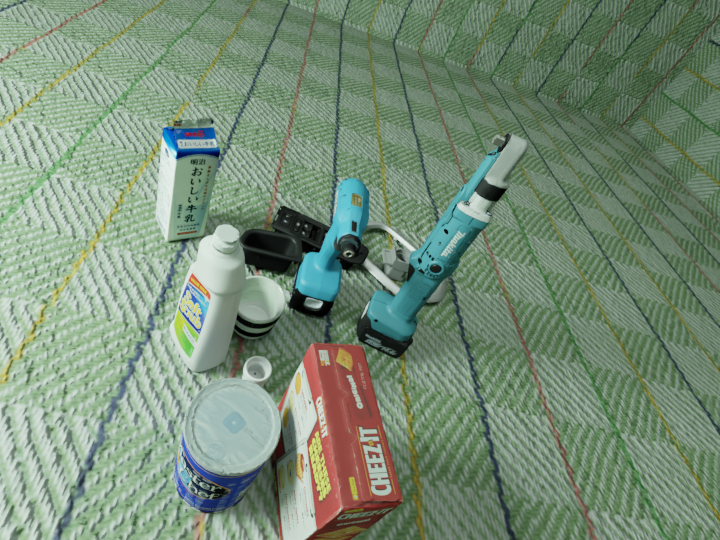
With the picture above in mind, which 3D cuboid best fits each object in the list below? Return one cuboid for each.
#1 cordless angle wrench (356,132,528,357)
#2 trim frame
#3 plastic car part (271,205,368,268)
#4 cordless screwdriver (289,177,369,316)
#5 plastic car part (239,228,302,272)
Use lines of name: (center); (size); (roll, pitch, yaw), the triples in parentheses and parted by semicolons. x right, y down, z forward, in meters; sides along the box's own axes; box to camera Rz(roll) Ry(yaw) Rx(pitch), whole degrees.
cordless angle wrench: (0.114, -0.018, 0.640); (0.098, 0.420, 0.075); (28, 41, -2)
trim frame: (0.080, -0.022, 0.925); (0.258, 0.027, 0.179); (41, 44, 19)
plastic car part: (-0.084, -0.055, 0.855); (0.202, 0.066, 0.067); (21, 41, -3)
cordless screwdriver: (-0.051, -0.013, 0.690); (0.073, 0.247, 0.163); (17, 42, -13)
plastic car part: (-0.173, -0.030, 0.785); (0.113, 0.070, 0.068); (9, 44, -17)
